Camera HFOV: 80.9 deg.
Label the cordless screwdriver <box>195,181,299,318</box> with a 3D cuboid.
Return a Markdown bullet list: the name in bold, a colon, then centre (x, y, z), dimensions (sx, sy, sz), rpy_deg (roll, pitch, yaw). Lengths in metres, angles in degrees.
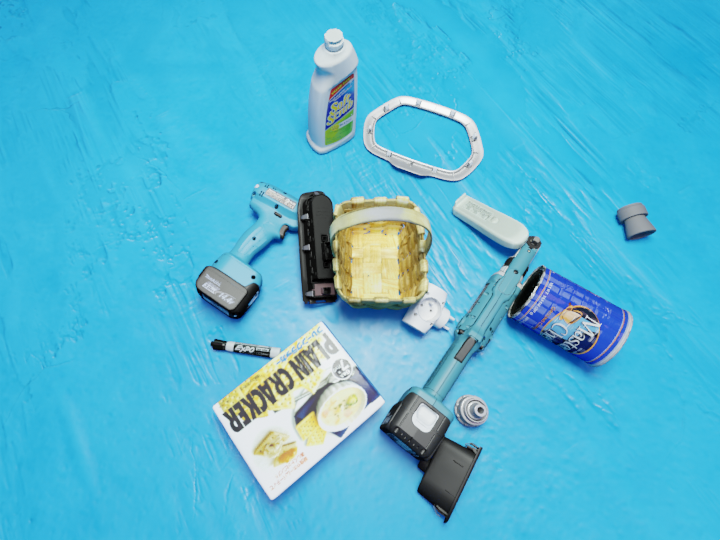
- **cordless screwdriver**: centre (-0.170, -0.030, 0.756), dimensions (0.160, 0.074, 0.249), rpy_deg (27, 68, 1)

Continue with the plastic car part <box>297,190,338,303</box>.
- **plastic car part**: centre (-0.072, -0.047, 0.733), dimensions (0.064, 0.068, 0.206), rpy_deg (-3, 78, -20)

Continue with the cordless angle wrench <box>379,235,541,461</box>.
- **cordless angle wrench**: centre (0.185, 0.100, 0.686), dimensions (0.076, 0.096, 0.421), rpy_deg (35, 70, 11)

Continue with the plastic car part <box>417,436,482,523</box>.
- **plastic car part**: centre (0.124, 0.297, 0.626), dimensions (0.074, 0.063, 0.116), rpy_deg (29, 75, 26)

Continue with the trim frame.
- **trim frame**: centre (0.127, -0.272, 0.861), dimensions (0.253, 0.027, 0.185), rpy_deg (23, 72, 9)
